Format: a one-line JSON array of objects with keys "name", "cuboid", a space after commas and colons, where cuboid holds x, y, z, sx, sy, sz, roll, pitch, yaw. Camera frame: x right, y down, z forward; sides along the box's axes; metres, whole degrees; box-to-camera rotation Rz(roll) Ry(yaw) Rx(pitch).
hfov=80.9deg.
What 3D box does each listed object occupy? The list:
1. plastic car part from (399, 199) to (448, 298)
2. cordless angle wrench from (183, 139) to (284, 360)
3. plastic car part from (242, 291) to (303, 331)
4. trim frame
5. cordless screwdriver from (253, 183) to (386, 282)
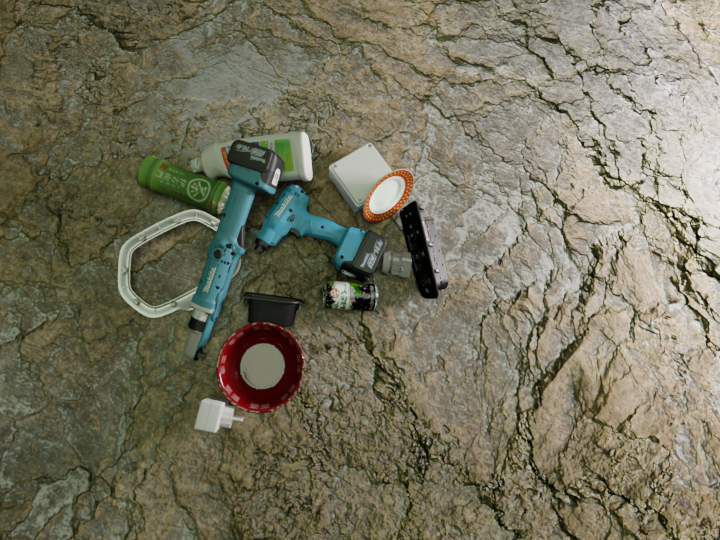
[{"name": "plastic car part", "cuboid": [0.136, -0.040, 0.878, 0.064, 0.068, 0.207, 1, 73, -32]}, {"name": "cordless angle wrench", "cuboid": [-0.259, -0.032, 0.806, 0.100, 0.073, 0.422, 20, 92, 8]}, {"name": "plastic car part", "cuboid": [-0.175, 0.083, 0.829, 0.115, 0.067, 0.071, 11, 92, -5]}, {"name": "trim frame", "cuboid": [-0.360, -0.013, 0.840, 0.246, 0.028, 0.183, -29, 93, -12]}, {"name": "cordless screwdriver", "cuboid": [-0.084, -0.055, 0.859, 0.253, 0.073, 0.159, 29, 76, 8]}]
